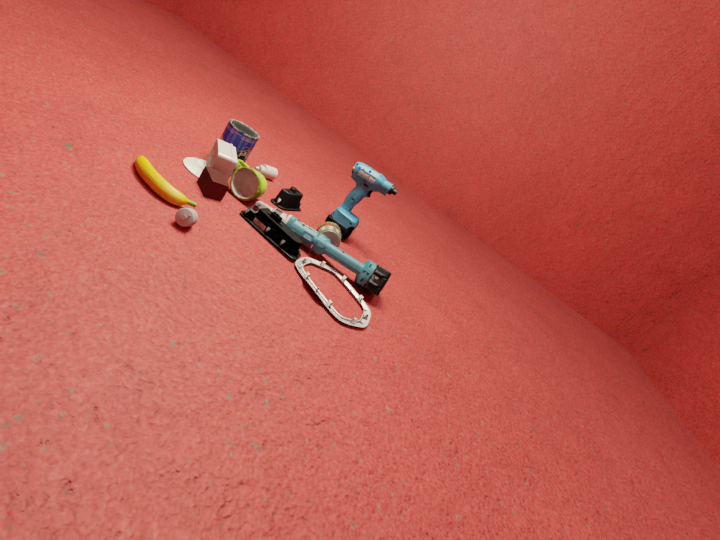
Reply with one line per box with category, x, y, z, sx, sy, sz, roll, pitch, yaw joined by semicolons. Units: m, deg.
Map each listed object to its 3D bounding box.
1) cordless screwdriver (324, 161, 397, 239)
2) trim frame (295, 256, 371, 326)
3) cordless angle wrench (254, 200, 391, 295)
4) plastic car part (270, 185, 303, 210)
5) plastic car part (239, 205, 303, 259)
cordless screwdriver;-0.003;-0.210;1.376;0.162;0.248;0.073;35;21;7
trim frame;-0.066;0.048;1.062;0.175;0.027;0.260;3;40;-52
cordless angle wrench;-0.115;-0.075;1.176;0.426;0.074;0.097;32;-1;3
plastic car part;-0.225;-0.235;1.350;0.068;0.071;0.112;42;19;16
plastic car part;-0.222;-0.109;1.114;0.209;0.067;0.064;45;16;15
